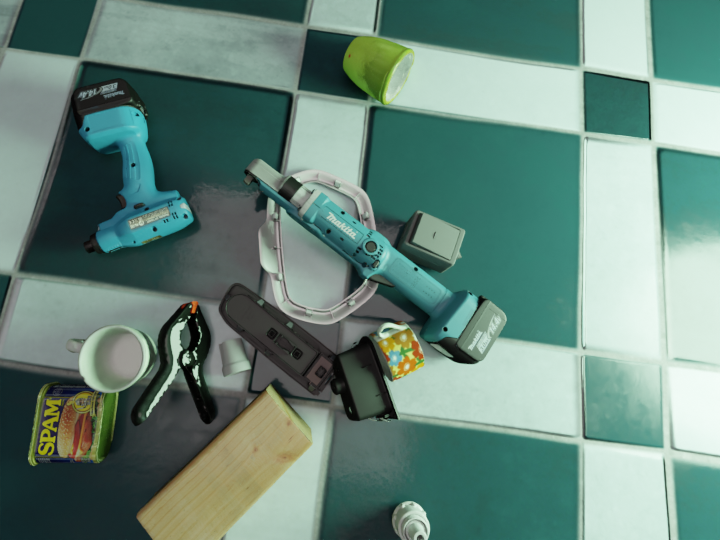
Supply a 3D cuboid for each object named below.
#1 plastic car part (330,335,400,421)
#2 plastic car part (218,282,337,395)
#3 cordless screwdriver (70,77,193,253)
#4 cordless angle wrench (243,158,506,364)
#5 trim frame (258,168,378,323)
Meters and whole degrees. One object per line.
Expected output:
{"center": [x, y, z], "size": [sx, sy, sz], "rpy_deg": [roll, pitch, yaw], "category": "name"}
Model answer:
{"center": [-0.005, 0.159, 0.587], "size": [0.069, 0.067, 0.119], "rpy_deg": [-15, 77, -28], "category": "plastic car part"}
{"center": [-0.124, 0.096, 0.609], "size": [0.206, 0.066, 0.066], "rpy_deg": [37, 85, 8], "category": "plastic car part"}
{"center": [-0.373, -0.155, 0.646], "size": [0.158, 0.074, 0.251], "rpy_deg": [-23, 84, -8], "category": "cordless screwdriver"}
{"center": [0.009, -0.027, 0.612], "size": [0.423, 0.074, 0.098], "rpy_deg": [37, 77, 0], "category": "cordless angle wrench"}
{"center": [-0.064, -0.042, 0.658], "size": [0.183, 0.027, 0.251], "rpy_deg": [-5, 80, -3], "category": "trim frame"}
